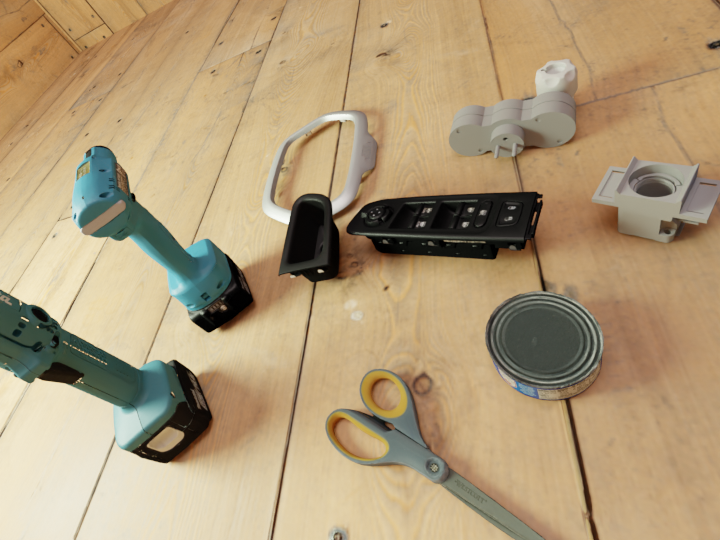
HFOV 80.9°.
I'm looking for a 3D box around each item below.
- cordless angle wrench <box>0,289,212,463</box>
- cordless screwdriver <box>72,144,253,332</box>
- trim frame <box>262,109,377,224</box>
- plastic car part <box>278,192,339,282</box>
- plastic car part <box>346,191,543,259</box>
[{"bbox_3d":[-0.289,0.057,0.355,0.074,0.400,0.104,-41,46,-6],"label":"cordless angle wrench"},{"bbox_3d":[-0.239,-0.040,0.517,0.074,0.235,0.168,-36,46,-2],"label":"cordless screwdriver"},{"bbox_3d":[-0.065,-0.166,0.661,0.190,0.026,0.254,-10,51,23],"label":"trim frame"},{"bbox_3d":[-0.051,-0.033,0.521,0.068,0.067,0.119,-12,50,21],"label":"plastic car part"},{"bbox_3d":[0.082,-0.046,0.457,0.213,0.063,0.067,8,59,34],"label":"plastic car part"}]
